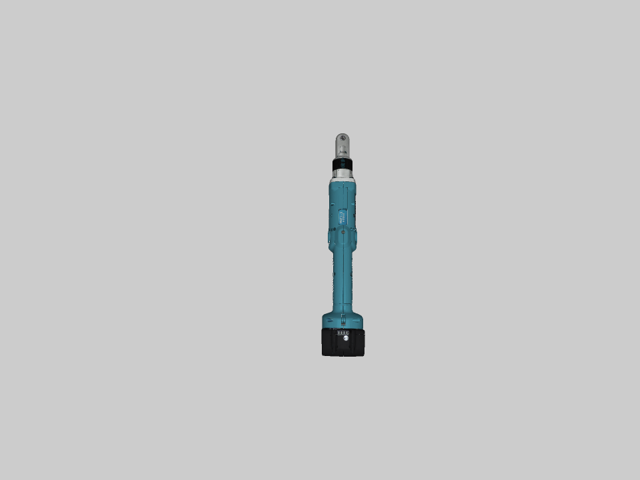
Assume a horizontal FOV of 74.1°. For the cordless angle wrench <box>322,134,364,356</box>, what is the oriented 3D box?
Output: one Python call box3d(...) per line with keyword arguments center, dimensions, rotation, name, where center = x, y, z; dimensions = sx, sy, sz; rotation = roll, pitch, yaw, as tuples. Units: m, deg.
box3d(center=(0.041, -0.002, 0.792), dimensions=(0.074, 0.422, 0.098), rotation=(1, -13, 1), name="cordless angle wrench")
